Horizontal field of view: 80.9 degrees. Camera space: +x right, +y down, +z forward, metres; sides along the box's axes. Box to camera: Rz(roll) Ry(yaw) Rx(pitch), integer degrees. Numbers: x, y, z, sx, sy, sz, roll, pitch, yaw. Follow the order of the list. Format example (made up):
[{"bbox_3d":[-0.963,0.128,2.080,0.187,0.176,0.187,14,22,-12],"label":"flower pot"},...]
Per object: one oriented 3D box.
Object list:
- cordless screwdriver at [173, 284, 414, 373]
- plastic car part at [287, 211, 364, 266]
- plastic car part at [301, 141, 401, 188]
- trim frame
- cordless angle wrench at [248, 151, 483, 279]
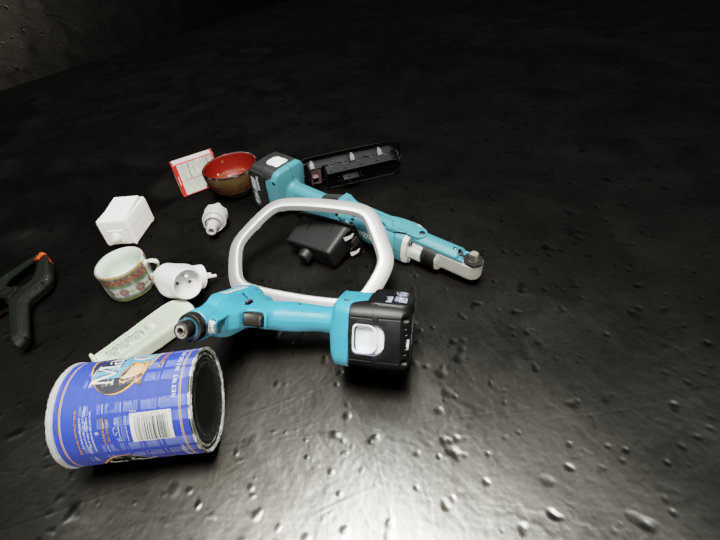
[{"bbox_3d":[-0.068,0.060,0.473,0.256,0.074,0.155,4,7,17],"label":"cordless screwdriver"},{"bbox_3d":[-0.064,-0.042,0.653,0.122,0.063,0.071,17,60,31],"label":"plastic car part"},{"bbox_3d":[-0.009,-0.202,0.821,0.201,0.064,0.070,-17,50,-8],"label":"plastic car part"},{"bbox_3d":[-0.076,-0.021,0.596,0.257,0.026,0.186,7,67,19],"label":"trim frame"},{"bbox_3d":[-0.010,-0.085,0.673,0.446,0.094,0.073,28,51,31],"label":"cordless angle wrench"}]
